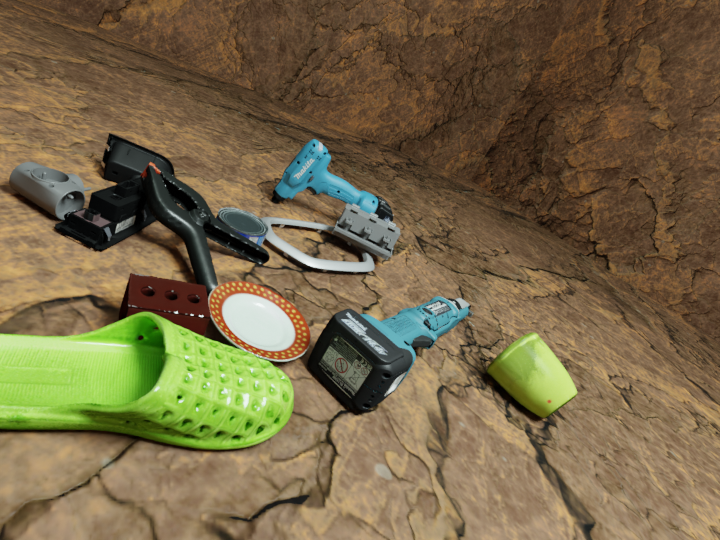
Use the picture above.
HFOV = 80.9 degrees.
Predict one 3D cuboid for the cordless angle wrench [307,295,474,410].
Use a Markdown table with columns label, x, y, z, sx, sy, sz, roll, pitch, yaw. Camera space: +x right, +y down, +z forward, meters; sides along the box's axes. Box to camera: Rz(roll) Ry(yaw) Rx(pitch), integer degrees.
| label | x | y | z | sx | sy | sz | roll | pitch | yaw |
| --- | --- | --- | --- | --- | --- | --- | --- | --- | --- |
| cordless angle wrench | 0.086 | 0.082 | 0.623 | 0.102 | 0.074 | 0.406 | 37 | 22 | 23 |

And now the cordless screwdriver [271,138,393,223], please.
| label | x | y | z | sx | sy | sz | roll | pitch | yaw |
| --- | --- | --- | --- | --- | --- | --- | --- | --- | --- |
| cordless screwdriver | -0.060 | -0.149 | 0.919 | 0.240 | 0.160 | 0.076 | 37 | 22 | -18 |

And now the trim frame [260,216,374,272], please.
| label | x | y | z | sx | sy | sz | roll | pitch | yaw |
| --- | --- | --- | --- | --- | --- | --- | --- | --- | --- |
| trim frame | -0.078 | -0.051 | 0.793 | 0.236 | 0.027 | 0.194 | 1 | 34 | -43 |

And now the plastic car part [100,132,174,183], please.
| label | x | y | z | sx | sy | sz | roll | pitch | yaw |
| --- | --- | --- | --- | --- | --- | --- | --- | --- | --- |
| plastic car part | -0.368 | -0.162 | 0.693 | 0.112 | 0.066 | 0.073 | 21 | 38 | -21 |

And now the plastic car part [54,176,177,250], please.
| label | x | y | z | sx | sy | sz | roll | pitch | yaw |
| --- | --- | --- | --- | --- | --- | --- | --- | --- | --- |
| plastic car part | -0.322 | -0.095 | 0.588 | 0.066 | 0.066 | 0.204 | 19 | 20 | -2 |
